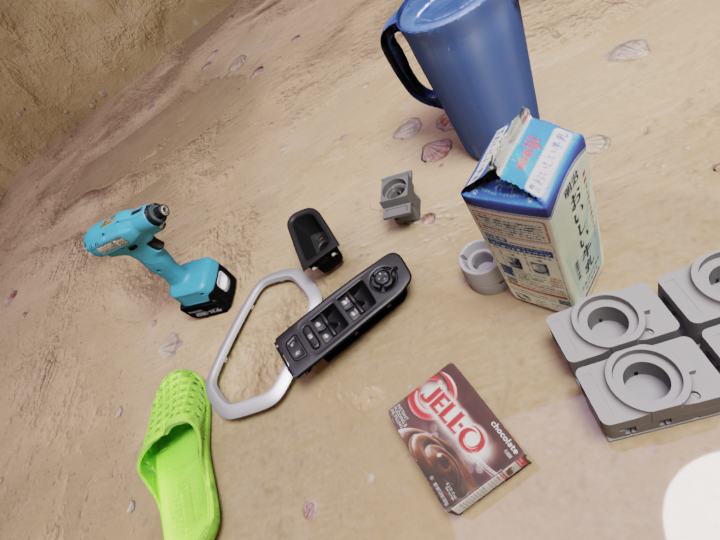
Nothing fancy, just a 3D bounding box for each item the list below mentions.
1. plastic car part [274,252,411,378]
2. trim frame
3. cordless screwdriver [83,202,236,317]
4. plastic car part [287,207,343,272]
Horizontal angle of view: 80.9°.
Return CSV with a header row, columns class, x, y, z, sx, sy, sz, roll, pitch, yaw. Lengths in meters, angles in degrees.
class,x,y,z,sx,sy,sz,roll,pitch,yaw
plastic car part,-0.012,0.062,0.555,0.203,0.063,0.070,-42,44,3
trim frame,-0.150,0.103,0.649,0.193,0.026,0.250,3,61,37
cordless screwdriver,-0.298,-0.015,0.691,0.164,0.235,0.076,-17,50,25
plastic car part,-0.065,-0.043,0.665,0.066,0.067,0.122,-36,45,8
